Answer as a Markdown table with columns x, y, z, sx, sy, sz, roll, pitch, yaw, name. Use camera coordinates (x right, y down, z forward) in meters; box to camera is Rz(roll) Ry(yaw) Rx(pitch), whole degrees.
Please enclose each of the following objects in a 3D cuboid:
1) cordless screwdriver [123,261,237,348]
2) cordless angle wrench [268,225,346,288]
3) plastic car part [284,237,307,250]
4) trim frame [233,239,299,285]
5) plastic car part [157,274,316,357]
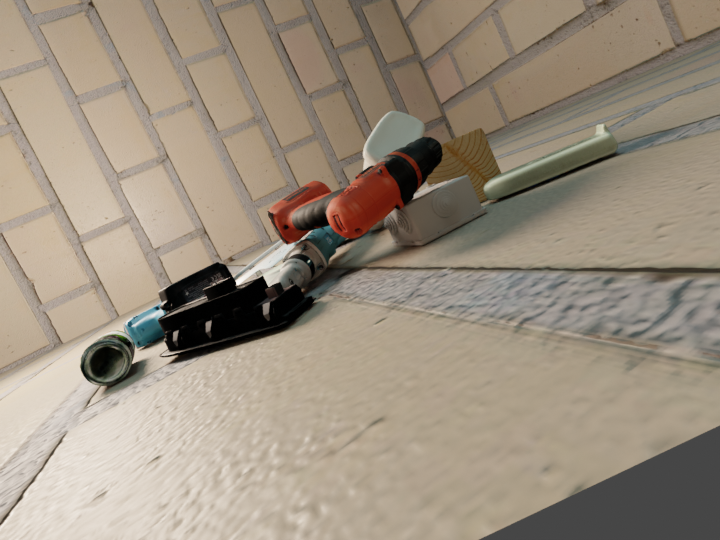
| x | y | z | sx | sy | sz | roll | pitch | yaw | name |
| --- | --- | --- | --- | --- | --- | --- | --- | --- | --- |
| -0.258 | 0.051 | 0.653 | 0.155 | 0.074 | 0.257 | -33 | 9 | -41 | cordless screwdriver |
| -0.064 | -0.042 | 0.653 | 0.099 | 0.073 | 0.424 | -36 | 11 | 16 | cordless angle wrench |
| -0.140 | -0.076 | 1.002 | 0.120 | 0.070 | 0.064 | -22 | 9 | 40 | plastic car part |
| -0.190 | -0.027 | 0.890 | 0.246 | 0.027 | 0.189 | -38 | 13 | -17 | trim frame |
| -0.150 | 0.049 | 0.447 | 0.209 | 0.066 | 0.066 | -23 | 15 | 31 | plastic car part |
